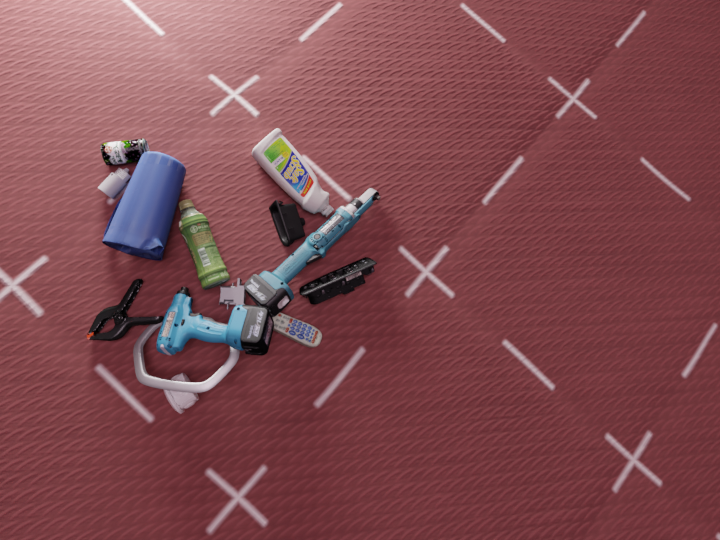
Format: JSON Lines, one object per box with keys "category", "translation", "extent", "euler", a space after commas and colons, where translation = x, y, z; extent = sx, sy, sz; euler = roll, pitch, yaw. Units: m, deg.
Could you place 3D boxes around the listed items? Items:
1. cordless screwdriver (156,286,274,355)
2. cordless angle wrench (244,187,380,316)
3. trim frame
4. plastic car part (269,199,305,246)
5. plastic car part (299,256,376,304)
{"category": "cordless screwdriver", "translation": [-0.321, 0.110, 0.949], "extent": [0.252, 0.071, 0.163], "euler": [0, 56, 7]}
{"category": "cordless angle wrench", "translation": [-0.103, -0.067, 1.053], "extent": [0.103, 0.071, 0.420], "euler": [36, 71, 26]}
{"category": "trim frame", "translation": [-0.394, 0.182, 0.957], "extent": [0.252, 0.026, 0.188], "euler": [3, 55, 8]}
{"category": "plastic car part", "translation": [-0.177, -0.123, 1.070], "extent": [0.069, 0.067, 0.117], "euler": [-21, 87, -26]}
{"category": "plastic car part", "translation": [-0.056, 0.030, 1.052], "extent": [0.200, 0.069, 0.065], "euler": [-20, 116, -12]}
